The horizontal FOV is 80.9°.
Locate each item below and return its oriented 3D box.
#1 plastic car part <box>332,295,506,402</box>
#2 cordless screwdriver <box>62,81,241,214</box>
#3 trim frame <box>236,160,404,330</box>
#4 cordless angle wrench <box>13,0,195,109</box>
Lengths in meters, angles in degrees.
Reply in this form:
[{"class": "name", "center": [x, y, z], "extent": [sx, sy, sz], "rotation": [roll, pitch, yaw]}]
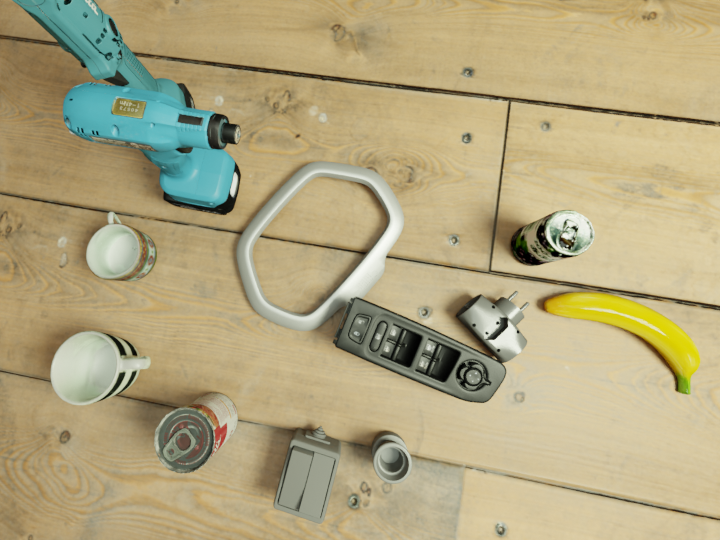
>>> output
[{"class": "plastic car part", "center": [0.070, 0.101, 0.521], "extent": [0.206, 0.066, 0.066], "rotation": [22, 83, 7]}, {"class": "cordless screwdriver", "center": [-0.191, -0.126, 0.486], "extent": [0.160, 0.246, 0.075], "rotation": [10, 84, 2]}, {"class": "trim frame", "center": [-0.056, -0.037, 0.572], "extent": [0.187, 0.027, 0.248], "rotation": [40, 86, 9]}, {"class": "cordless angle wrench", "center": [-0.272, -0.234, 0.423], "extent": [0.074, 0.418, 0.099], "rotation": [-13, 84, -2]}]
